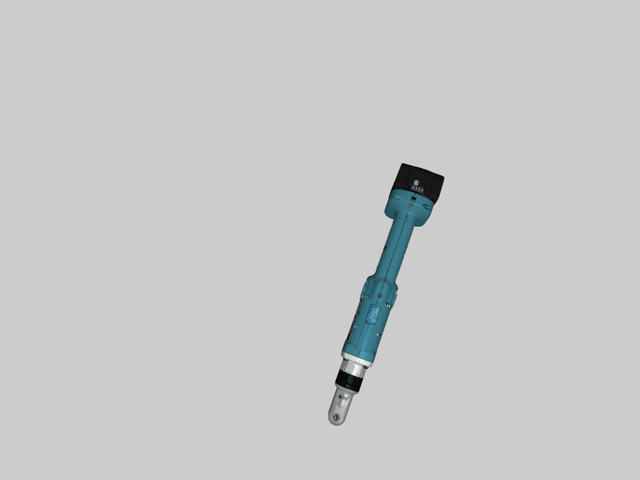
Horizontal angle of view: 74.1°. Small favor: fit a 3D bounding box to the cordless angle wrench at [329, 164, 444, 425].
[{"bbox_3d":[0.094,0.087,0.682,0.074,0.422,0.098,20,-9,6],"label":"cordless angle wrench"}]
